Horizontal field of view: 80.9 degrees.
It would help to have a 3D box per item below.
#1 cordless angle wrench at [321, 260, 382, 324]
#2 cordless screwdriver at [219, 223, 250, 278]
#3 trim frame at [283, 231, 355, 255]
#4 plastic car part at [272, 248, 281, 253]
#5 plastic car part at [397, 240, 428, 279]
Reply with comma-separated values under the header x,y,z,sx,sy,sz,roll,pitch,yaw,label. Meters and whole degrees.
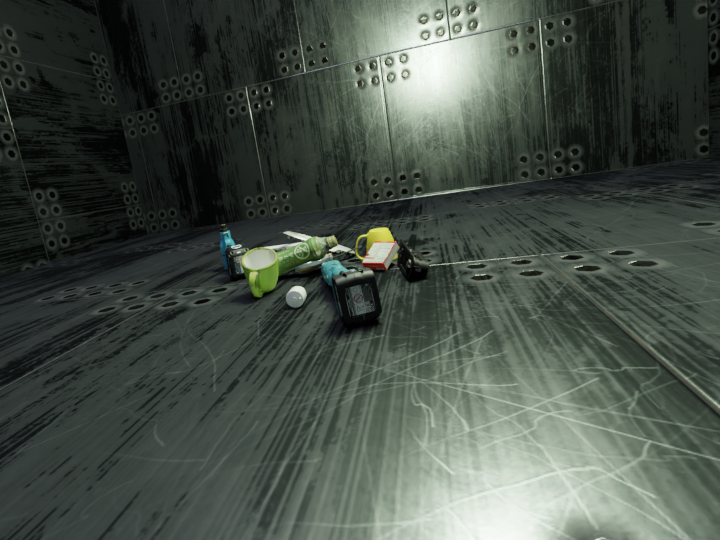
x,y,z,sx,sy,sz,roll,pitch,yaw,label
-0.048,0.019,0.955,0.073,0.097,0.433,-14,11,-10,cordless angle wrench
-0.420,-0.065,1.390,0.072,0.156,0.260,-13,15,-24,cordless screwdriver
-0.135,-0.088,1.379,0.241,0.027,0.191,16,4,-19,trim frame
-0.277,-0.030,1.337,0.117,0.070,0.067,-12,12,0,plastic car part
0.132,-0.020,1.063,0.067,0.066,0.204,17,12,-2,plastic car part
